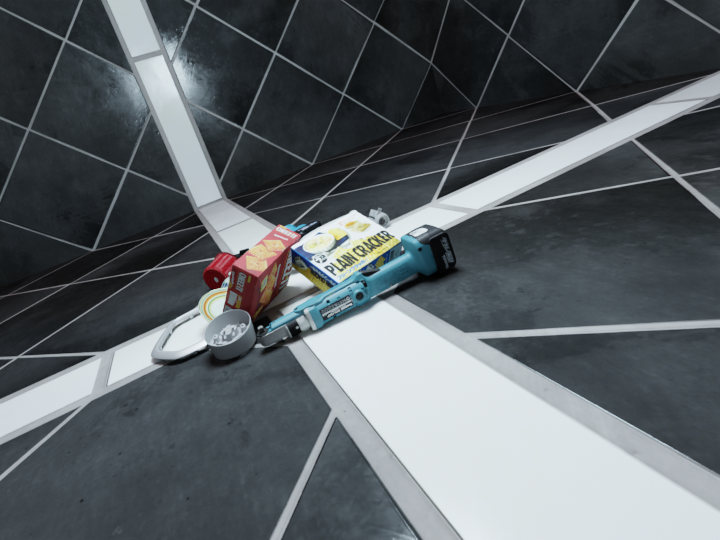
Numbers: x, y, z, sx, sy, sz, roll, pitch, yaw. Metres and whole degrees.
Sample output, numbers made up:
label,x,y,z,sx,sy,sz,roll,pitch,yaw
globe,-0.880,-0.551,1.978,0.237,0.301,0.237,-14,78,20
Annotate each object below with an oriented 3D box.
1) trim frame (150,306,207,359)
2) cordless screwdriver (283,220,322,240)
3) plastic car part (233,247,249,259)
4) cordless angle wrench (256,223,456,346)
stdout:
label,x,y,z,sx,sy,sz,roll,pitch,yaw
trim frame,-0.390,0.138,0.996,0.185,0.027,0.255,-20,20,1
cordless screwdriver,-0.227,-0.097,1.348,0.156,0.072,0.261,-32,21,-29
plastic car part,-0.371,-0.029,1.327,0.205,0.064,0.068,-18,27,10
cordless angle wrench,-0.010,0.040,0.845,0.419,0.095,0.077,-28,21,-10
